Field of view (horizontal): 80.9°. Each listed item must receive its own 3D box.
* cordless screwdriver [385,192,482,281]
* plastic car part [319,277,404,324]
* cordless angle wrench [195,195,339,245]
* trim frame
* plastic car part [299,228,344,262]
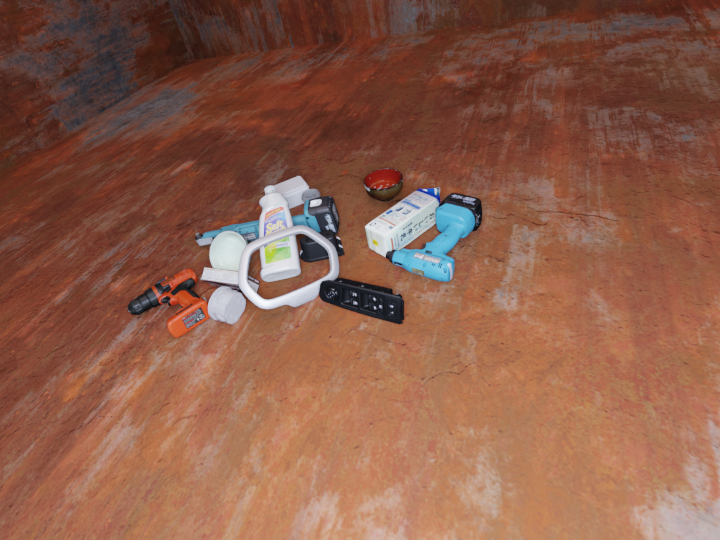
[{"bbox_3d":[0.181,-0.085,1.010,0.167,0.071,0.247,16,53,32],"label":"cordless screwdriver"},{"bbox_3d":[0.003,0.053,0.919,0.212,0.064,0.066,9,35,26],"label":"plastic car part"},{"bbox_3d":[-0.273,-0.118,1.189,0.432,0.093,0.076,-9,40,14],"label":"cordless angle wrench"},{"bbox_3d":[-0.167,-0.008,0.989,0.243,0.027,0.189,-24,75,-22],"label":"trim frame"},{"bbox_3d":[-0.106,-0.069,1.085,0.116,0.068,0.069,-12,38,-1],"label":"plastic car part"}]
